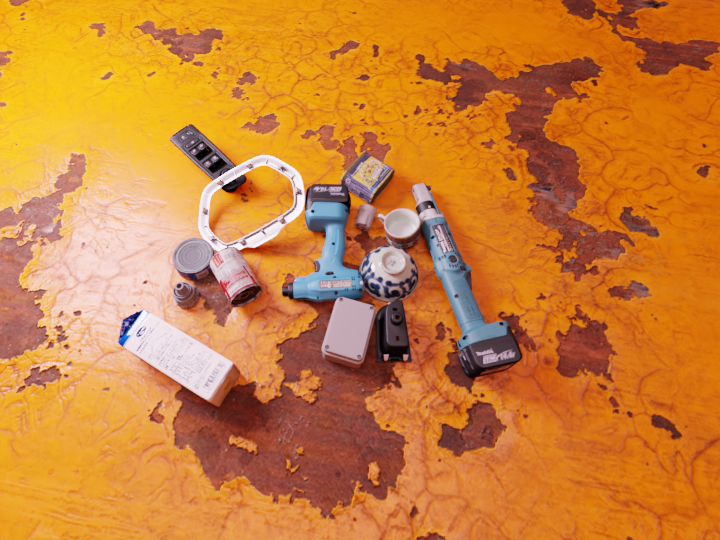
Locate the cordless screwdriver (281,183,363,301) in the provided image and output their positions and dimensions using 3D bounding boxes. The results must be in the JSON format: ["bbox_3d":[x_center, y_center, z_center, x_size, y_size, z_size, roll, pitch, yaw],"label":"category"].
[{"bbox_3d":[-0.085,-0.056,0.870,0.159,0.073,0.255,-4,66,-3],"label":"cordless screwdriver"}]

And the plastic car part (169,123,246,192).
[{"bbox_3d":[-0.347,-0.245,0.971,0.209,0.066,0.065,40,61,14],"label":"plastic car part"}]

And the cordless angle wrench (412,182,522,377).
[{"bbox_3d":[0.181,-0.009,0.847,0.097,0.072,0.439,-12,60,-8],"label":"cordless angle wrench"}]

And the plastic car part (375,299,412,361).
[{"bbox_3d":[0.063,0.105,0.784,0.066,0.069,0.119,0,65,-4],"label":"plastic car part"}]

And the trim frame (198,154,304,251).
[{"bbox_3d":[-0.235,-0.140,0.895,0.250,0.027,0.188,-27,78,5],"label":"trim frame"}]
